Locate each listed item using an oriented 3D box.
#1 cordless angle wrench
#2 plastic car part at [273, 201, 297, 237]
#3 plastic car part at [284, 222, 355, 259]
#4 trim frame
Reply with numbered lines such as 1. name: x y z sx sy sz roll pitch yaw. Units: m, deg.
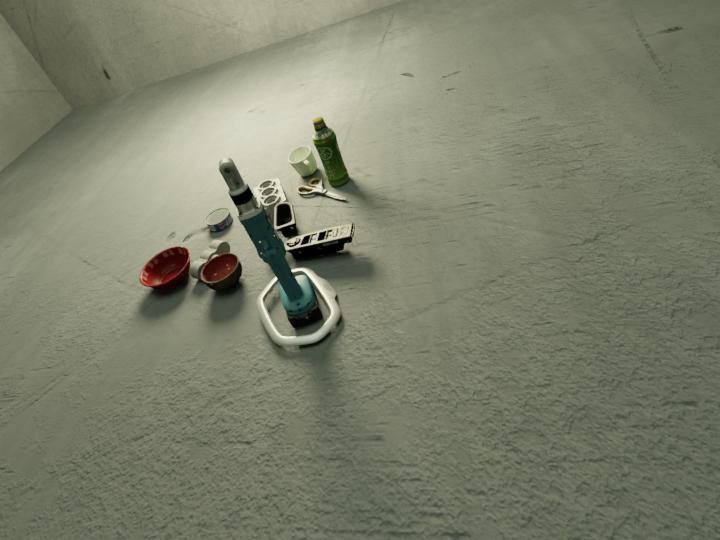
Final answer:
1. cordless angle wrench: -0.182 -0.045 0.859 0.074 0.403 0.102 -22 41 -1
2. plastic car part: -0.211 -0.140 1.221 0.066 0.067 0.121 -18 42 5
3. plastic car part: -0.108 -0.071 1.106 0.208 0.064 0.068 -8 43 17
4. trim frame: -0.148 0.081 0.998 0.183 0.026 0.263 -32 42 -9
